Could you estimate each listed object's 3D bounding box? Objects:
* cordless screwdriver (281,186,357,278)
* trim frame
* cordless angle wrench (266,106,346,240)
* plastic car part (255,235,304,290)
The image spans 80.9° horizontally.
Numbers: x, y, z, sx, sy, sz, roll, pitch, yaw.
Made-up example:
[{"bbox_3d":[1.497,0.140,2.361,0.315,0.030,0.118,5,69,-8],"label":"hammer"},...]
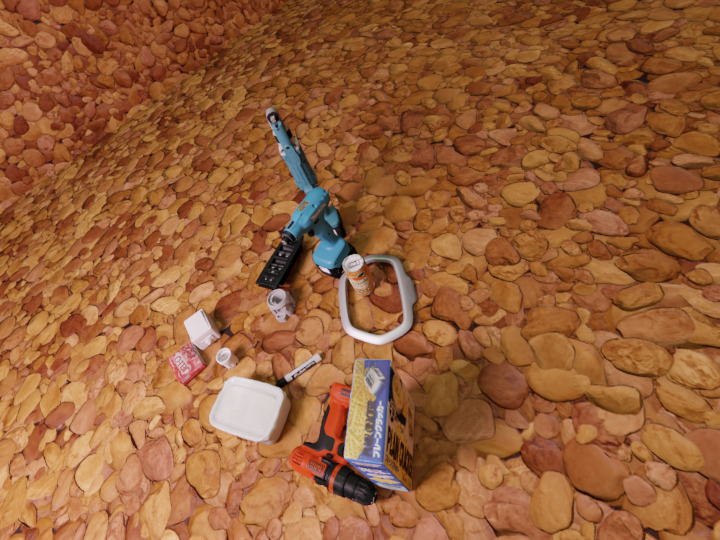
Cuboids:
[{"bbox_3d":[-0.101,-0.066,1.031,0.078,0.236,0.159,19,63,32],"label":"cordless screwdriver"},{"bbox_3d":[0.038,0.063,1.011,0.187,0.026,0.257,-16,50,12],"label":"trim frame"},{"bbox_3d":[-0.138,-0.229,1.064,0.075,0.402,0.102,-20,49,5],"label":"cordless angle wrench"},{"bbox_3d":[-0.208,-0.024,1.162,0.069,0.064,0.204,6,57,26],"label":"plastic car part"}]
